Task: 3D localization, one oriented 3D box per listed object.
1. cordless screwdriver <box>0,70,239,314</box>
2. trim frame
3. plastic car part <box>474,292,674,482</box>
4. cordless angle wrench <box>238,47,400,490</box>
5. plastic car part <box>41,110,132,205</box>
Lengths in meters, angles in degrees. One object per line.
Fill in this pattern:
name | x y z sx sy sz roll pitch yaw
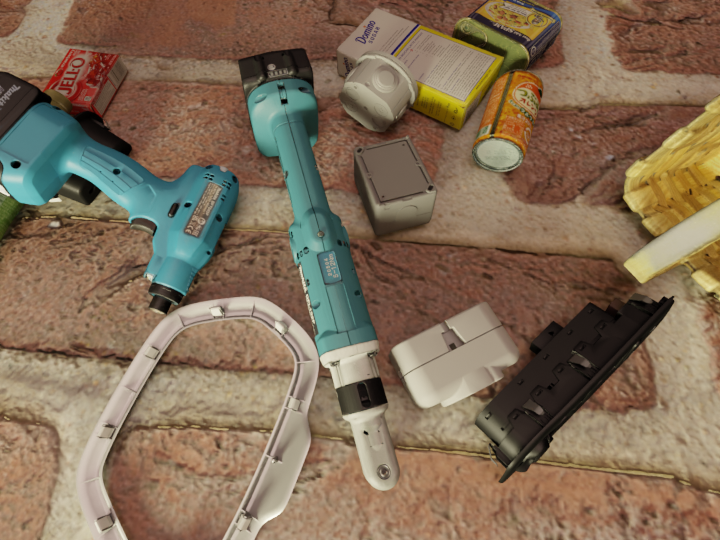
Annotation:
cordless screwdriver | -0.257 -0.070 0.408 0.243 0.075 0.161 23 67 -13
trim frame | -0.136 0.136 0.369 0.188 0.027 0.250 20 67 11
plastic car part | 0.170 0.087 0.353 0.201 0.064 0.070 -43 63 -15
cordless angle wrench | -0.039 -0.026 0.404 0.073 0.096 0.435 -14 69 -9
plastic car part | -0.308 -0.122 0.481 0.071 0.066 0.117 30 67 -3
